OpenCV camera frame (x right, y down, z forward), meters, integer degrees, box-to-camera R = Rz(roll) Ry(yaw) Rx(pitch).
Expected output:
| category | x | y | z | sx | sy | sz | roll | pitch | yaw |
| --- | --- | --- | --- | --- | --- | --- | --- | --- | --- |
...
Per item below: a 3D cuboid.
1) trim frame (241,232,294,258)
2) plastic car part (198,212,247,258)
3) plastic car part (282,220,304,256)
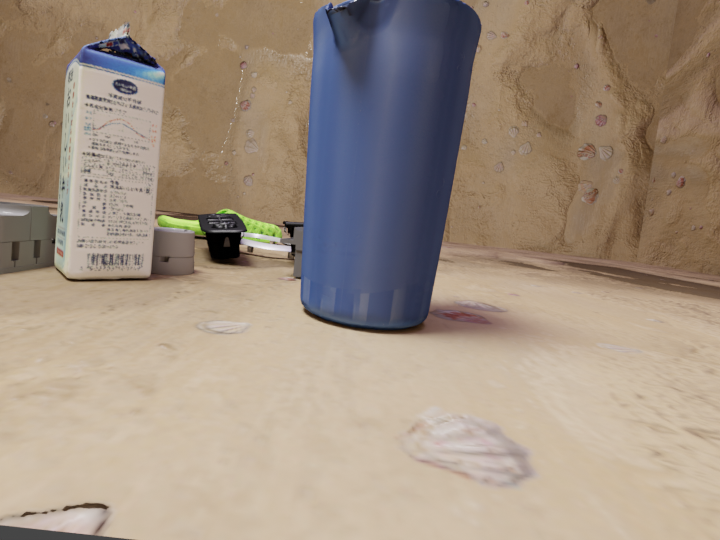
| category | x | y | z | sx | sy | sz | roll | pitch | yaw |
| --- | --- | --- | --- | --- | --- | --- | --- | --- | --- |
| trim frame | -0.177 | -0.050 | 0.804 | 0.261 | 0.027 | 0.176 | 11 | 8 | 33 |
| plastic car part | -0.215 | -0.054 | 0.647 | 0.064 | 0.067 | 0.211 | 4 | 7 | -22 |
| plastic car part | -0.065 | -0.043 | 0.666 | 0.114 | 0.070 | 0.067 | 5 | 5 | -11 |
